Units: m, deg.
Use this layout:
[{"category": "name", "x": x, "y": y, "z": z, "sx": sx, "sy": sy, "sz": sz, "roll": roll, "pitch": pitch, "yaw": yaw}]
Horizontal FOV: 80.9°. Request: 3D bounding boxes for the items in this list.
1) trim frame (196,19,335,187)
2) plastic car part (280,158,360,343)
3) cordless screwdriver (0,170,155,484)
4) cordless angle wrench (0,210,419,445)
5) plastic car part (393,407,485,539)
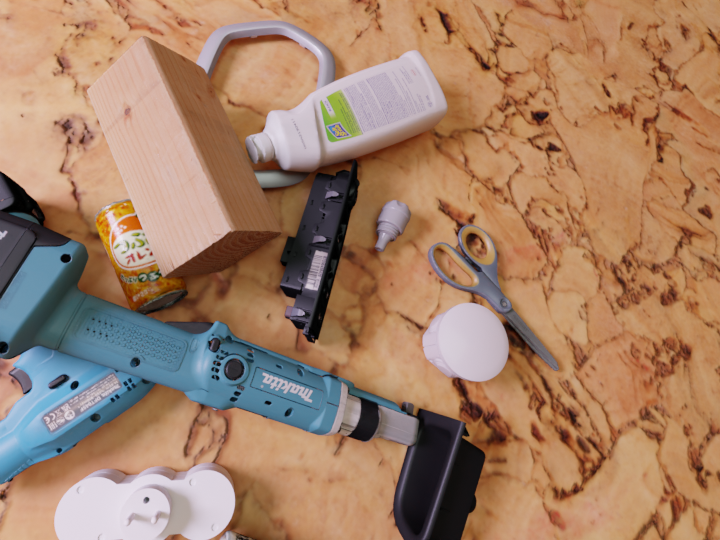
[{"category": "trim frame", "x": -0.116, "y": -0.211, "z": 0.520, "sx": 0.182, "sy": 0.027, "sz": 0.252, "roll": 12, "pitch": 68, "yaw": -8}, {"category": "plastic car part", "x": -0.045, "y": -0.030, "z": 0.462, "sx": 0.069, "sy": 0.064, "sz": 0.205, "roll": 12, "pitch": 70, "yaw": 16}, {"category": "cordless screwdriver", "x": -0.312, "y": 0.046, "z": 0.367, "sx": 0.157, "sy": 0.075, "sz": 0.250, "roll": -34, "pitch": 86, "yaw": -23}, {"category": "cordless angle wrench", "x": -0.117, "y": 0.084, "z": 0.363, "sx": 0.408, "sy": 0.076, "sz": 0.099, "roll": 26, "pitch": 62, "yaw": -20}, {"category": "plastic car part", "x": 0.083, "y": 0.208, "z": 0.413, "sx": 0.068, "sy": 0.068, "sz": 0.117, "roll": 27, "pitch": 71, "yaw": -21}]
